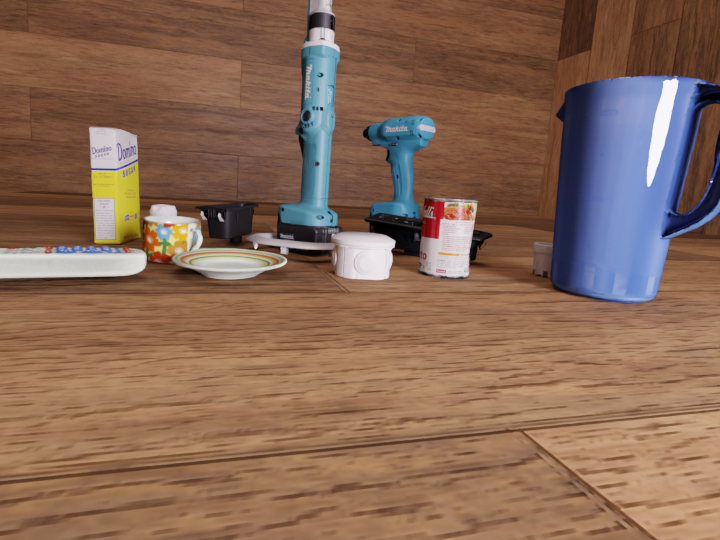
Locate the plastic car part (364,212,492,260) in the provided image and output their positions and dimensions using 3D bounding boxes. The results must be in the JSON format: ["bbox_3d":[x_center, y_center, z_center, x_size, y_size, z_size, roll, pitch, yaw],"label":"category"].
[{"bbox_3d":[0.108,-0.054,0.702,0.212,0.066,0.064,9,11,28],"label":"plastic car part"}]

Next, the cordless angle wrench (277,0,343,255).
[{"bbox_3d":[-0.071,-0.238,0.669,0.103,0.419,0.071,10,10,35],"label":"cordless angle wrench"}]

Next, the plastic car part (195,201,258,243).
[{"bbox_3d":[-0.220,-0.082,0.731,0.068,0.070,0.113,8,11,22],"label":"plastic car part"}]

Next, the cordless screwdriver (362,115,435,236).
[{"bbox_3d":[0.060,-0.176,0.842,0.071,0.247,0.168,-3,11,-43],"label":"cordless screwdriver"}]

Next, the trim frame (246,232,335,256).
[{"bbox_3d":[-0.069,-0.045,0.702,0.237,0.027,0.194,-6,15,-41],"label":"trim frame"}]
